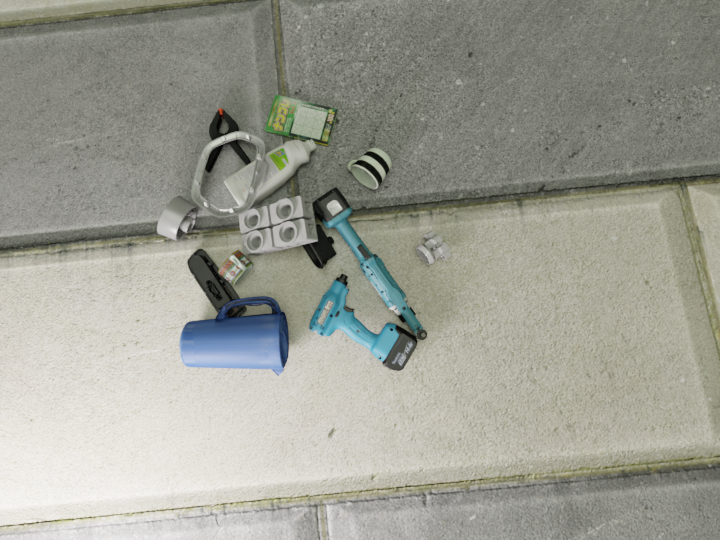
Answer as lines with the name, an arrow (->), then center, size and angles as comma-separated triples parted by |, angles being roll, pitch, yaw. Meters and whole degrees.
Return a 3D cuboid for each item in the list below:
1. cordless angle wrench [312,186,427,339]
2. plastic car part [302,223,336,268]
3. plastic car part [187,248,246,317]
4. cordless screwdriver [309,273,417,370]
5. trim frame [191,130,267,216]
cordless angle wrench -> 0.030, -0.009, 1.039 | 0.074, 0.097, 0.426 | -35, 86, -6
plastic car part -> -0.104, -0.068, 1.065 | 0.070, 0.066, 0.117 | -33, 86, -19
plastic car part -> -0.371, 0.036, 1.053 | 0.066, 0.065, 0.207 | -37, 80, 3
cordless screwdriver -> 0.016, 0.125, 1.021 | 0.253, 0.073, 0.159 | 26, 82, 9
trim frame -> -0.324, -0.245, 1.052 | 0.186, 0.027, 0.253 | 5, 67, 7
